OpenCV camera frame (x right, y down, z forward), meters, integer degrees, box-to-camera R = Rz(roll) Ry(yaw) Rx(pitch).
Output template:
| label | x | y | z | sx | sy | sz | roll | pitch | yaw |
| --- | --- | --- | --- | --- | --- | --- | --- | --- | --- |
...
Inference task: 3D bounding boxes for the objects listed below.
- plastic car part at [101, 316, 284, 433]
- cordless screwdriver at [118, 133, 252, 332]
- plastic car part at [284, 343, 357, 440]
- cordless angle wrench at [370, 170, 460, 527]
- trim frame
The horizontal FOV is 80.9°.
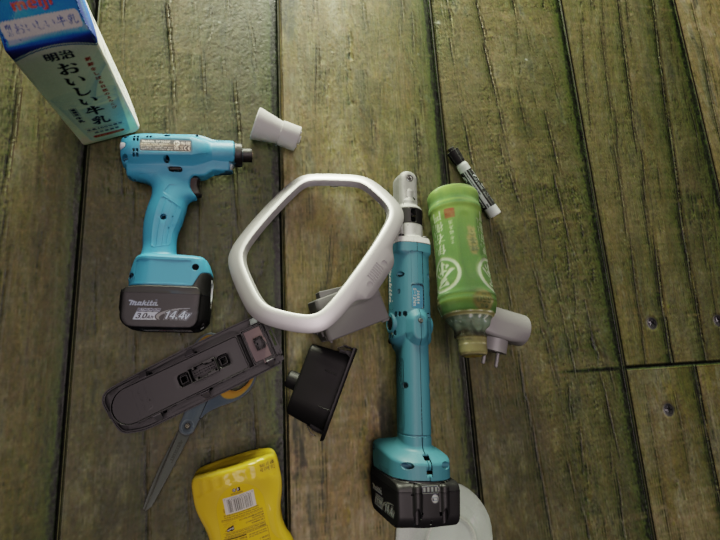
| label | x | y | z | sx | sy | sz | roll | pitch | yaw |
| --- | --- | --- | --- | --- | --- | --- | --- | --- | --- |
| plastic car part | -0.188 | 0.120 | 0.473 | 0.201 | 0.068 | 0.066 | -25 | 90 | -10 |
| cordless screwdriver | -0.208 | -0.052 | 0.516 | 0.156 | 0.074 | 0.253 | -3 | 75 | -12 |
| plastic car part | -0.054 | 0.138 | 0.515 | 0.072 | 0.065 | 0.117 | 23 | 79 | 7 |
| cordless angle wrench | 0.061 | 0.071 | 0.533 | 0.072 | 0.099 | 0.429 | 5 | 74 | -16 |
| trim frame | -0.052 | -0.034 | 0.528 | 0.191 | 0.027 | 0.248 | 26 | 61 | 18 |
